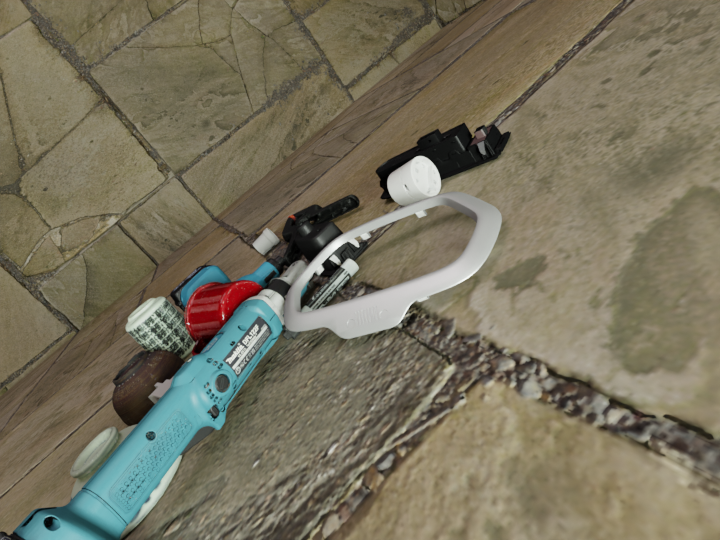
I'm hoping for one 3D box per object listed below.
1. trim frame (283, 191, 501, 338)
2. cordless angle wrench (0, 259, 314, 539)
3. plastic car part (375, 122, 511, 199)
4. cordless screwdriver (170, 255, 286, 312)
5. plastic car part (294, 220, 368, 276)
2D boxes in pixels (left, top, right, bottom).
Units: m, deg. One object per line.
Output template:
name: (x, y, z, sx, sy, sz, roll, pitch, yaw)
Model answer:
trim frame: (0.020, -0.008, 0.436, 0.256, 0.026, 0.186, -19, 31, 27)
cordless angle wrench: (-0.151, 0.116, 0.417, 0.077, 0.095, 0.422, -20, 25, 36)
plastic car part: (0.095, -0.152, 0.590, 0.210, 0.064, 0.066, -19, 34, 47)
cordless screwdriver: (-0.231, 0.031, 0.731, 0.158, 0.071, 0.260, -48, 27, -23)
plastic car part: (-0.058, -0.038, 0.588, 0.065, 0.068, 0.122, -45, 24, -22)
